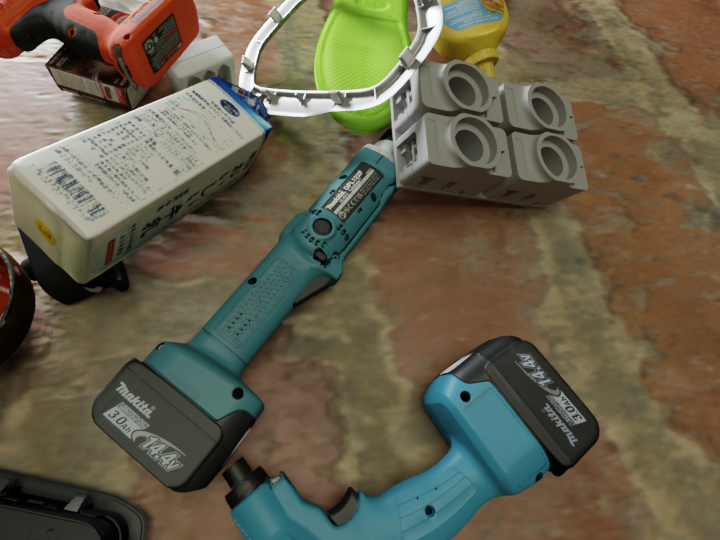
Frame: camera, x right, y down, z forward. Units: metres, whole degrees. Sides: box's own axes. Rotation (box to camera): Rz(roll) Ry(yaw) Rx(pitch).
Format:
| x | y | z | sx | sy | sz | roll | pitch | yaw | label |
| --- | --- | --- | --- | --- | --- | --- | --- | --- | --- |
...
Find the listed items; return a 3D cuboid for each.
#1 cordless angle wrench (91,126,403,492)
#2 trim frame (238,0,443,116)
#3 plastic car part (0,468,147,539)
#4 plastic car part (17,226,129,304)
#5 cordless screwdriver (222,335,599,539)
| x | y | z | sx | sy | sz | roll | pitch | yaw | label |
| --- | --- | --- | --- | --- | --- | --- | --- | --- | --- |
| -0.037 | -0.024 | 0.382 | 0.099 | 0.073 | 0.421 | 34 | 64 | 6 | cordless angle wrench |
| -0.035 | -0.235 | 0.433 | 0.262 | 0.026 | 0.184 | 19 | 84 | 34 | trim frame |
| -0.243 | 0.169 | 0.277 | 0.202 | 0.066 | 0.067 | 13 | 58 | -3 | plastic car part |
| -0.259 | -0.022 | 0.368 | 0.071 | 0.064 | 0.120 | -26 | 74 | -2 | plastic car part |
| 0.033 | 0.140 | 0.310 | 0.246 | 0.073 | 0.164 | -38 | 74 | -16 | cordless screwdriver |
